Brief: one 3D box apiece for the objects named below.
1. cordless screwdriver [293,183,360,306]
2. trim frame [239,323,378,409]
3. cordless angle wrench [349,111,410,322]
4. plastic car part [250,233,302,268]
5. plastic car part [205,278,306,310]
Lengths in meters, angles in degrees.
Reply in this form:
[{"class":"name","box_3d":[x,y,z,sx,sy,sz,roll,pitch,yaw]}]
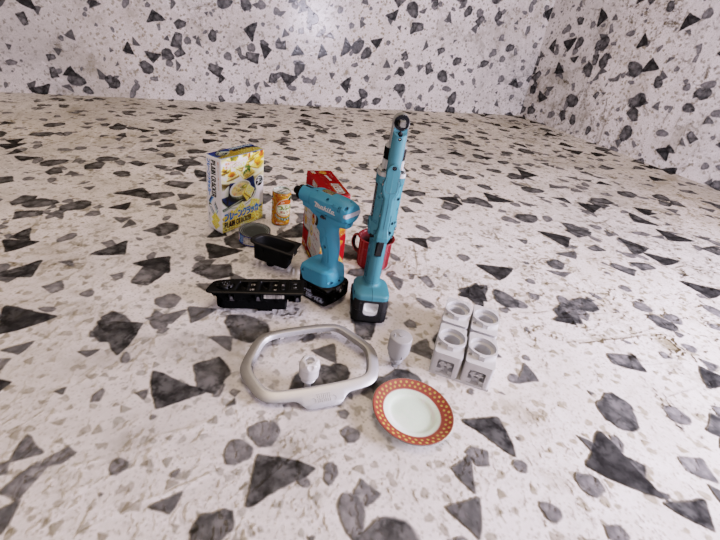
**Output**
[{"class":"cordless screwdriver","box_3d":[-0.089,-0.058,0.907,0.168,0.243,0.072,29,35,31]},{"class":"trim frame","box_3d":[-0.089,0.163,0.752,0.242,0.027,0.193,-6,33,-18]},{"class":"cordless angle wrench","box_3d":[0.042,-0.089,0.815,0.074,0.414,0.100,7,30,-5]},{"class":"plastic car part","box_3d":[-0.209,-0.041,1.026,0.120,0.069,0.066,15,31,13]},{"class":"plastic car part","box_3d":[-0.216,0.050,0.879,0.202,0.065,0.068,5,31,-3]}]
